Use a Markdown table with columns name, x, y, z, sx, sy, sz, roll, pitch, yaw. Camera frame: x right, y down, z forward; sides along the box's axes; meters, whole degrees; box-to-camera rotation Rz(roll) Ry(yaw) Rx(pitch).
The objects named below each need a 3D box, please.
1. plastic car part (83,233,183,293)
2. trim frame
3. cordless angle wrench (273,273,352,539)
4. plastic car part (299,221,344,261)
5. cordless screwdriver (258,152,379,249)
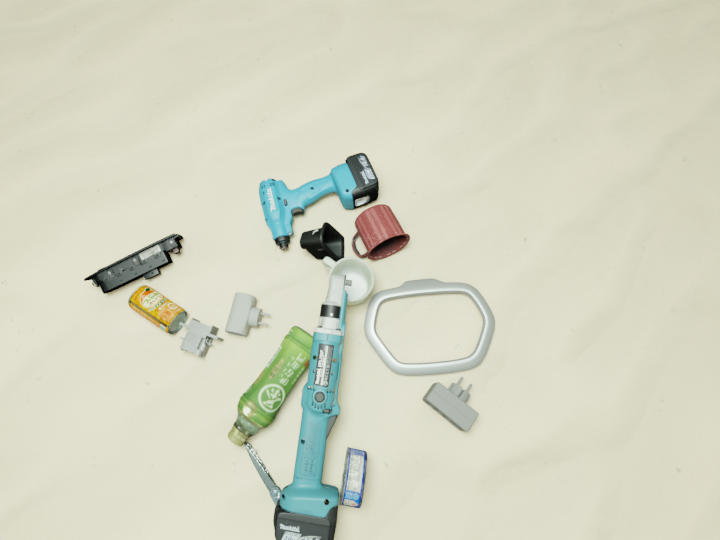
| name | x | y | z | sx | sy | sz | roll | pitch | yaw |
| --- | --- | --- | --- | --- | --- | --- | --- | --- | --- |
| plastic car part | -0.456 | -0.009 | 0.868 | 0.201 | 0.067 | 0.066 | -24 | 98 | -8 |
| trim frame | 0.131 | 0.103 | 0.809 | 0.249 | 0.027 | 0.188 | -7 | 70 | 2 |
| cordless angle wrench | -0.066 | 0.212 | 0.709 | 0.098 | 0.073 | 0.428 | 6 | 76 | 1 |
| plastic car part | -0.082 | -0.054 | 0.842 | 0.073 | 0.110 | 0.067 | -8 | 69 | 22 |
| cordless screwdriver | -0.083 | -0.145 | 0.891 | 0.249 | 0.072 | 0.164 | -16 | 70 | 1 |
